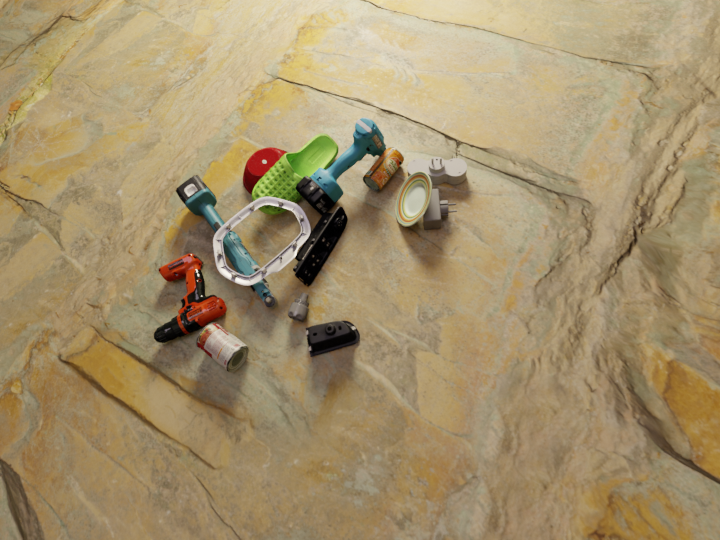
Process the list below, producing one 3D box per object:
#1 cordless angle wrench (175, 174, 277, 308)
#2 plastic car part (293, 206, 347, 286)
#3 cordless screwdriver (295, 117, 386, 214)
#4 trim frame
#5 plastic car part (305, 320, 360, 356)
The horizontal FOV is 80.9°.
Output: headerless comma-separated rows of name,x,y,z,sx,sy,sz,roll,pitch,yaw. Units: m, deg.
cordless angle wrench,-0.329,-0.070,1.063,0.074,0.094,0.441,-38,67,-6
plastic car part,-0.099,-0.065,1.015,0.071,0.063,0.203,21,72,47
cordless screwdriver,-0.036,-0.251,1.055,0.249,0.152,0.077,-46,69,8
trim frame,-0.235,-0.076,1.002,0.246,0.027,0.189,-42,75,-17
plastic car part,-0.066,0.135,0.905,0.118,0.068,0.068,-16,65,9
